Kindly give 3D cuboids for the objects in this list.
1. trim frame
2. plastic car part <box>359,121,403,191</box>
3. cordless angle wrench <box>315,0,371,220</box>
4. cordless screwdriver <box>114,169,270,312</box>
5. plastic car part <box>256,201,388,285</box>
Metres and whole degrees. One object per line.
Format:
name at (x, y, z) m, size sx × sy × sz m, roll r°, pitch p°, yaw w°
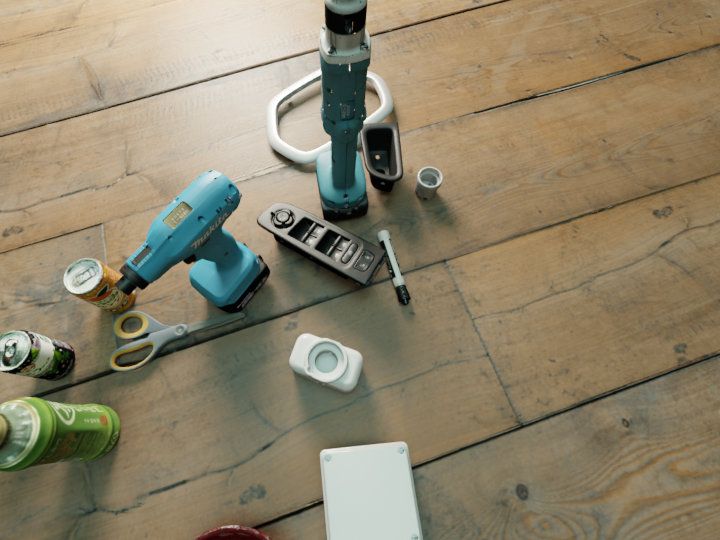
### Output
trim frame at (-0.059, -0.289, 0.772) m, size 0.246 × 0.027 × 0.191 m, roll -35°, pitch 70°, yaw -12°
plastic car part at (0.033, -0.179, 0.699) m, size 0.066 × 0.069 × 0.119 m, roll -4°, pitch 68°, yaw -2°
cordless angle wrench at (-0.022, -0.194, 0.521) m, size 0.074 × 0.414 × 0.100 m, roll -8°, pitch 70°, yaw -6°
cordless screwdriver at (-0.200, -0.005, 0.540) m, size 0.076 × 0.243 × 0.158 m, roll 35°, pitch 72°, yaw 10°
plastic car part at (-0.063, -0.041, 0.646) m, size 0.208 × 0.065 × 0.066 m, roll 30°, pitch 71°, yaw 13°
